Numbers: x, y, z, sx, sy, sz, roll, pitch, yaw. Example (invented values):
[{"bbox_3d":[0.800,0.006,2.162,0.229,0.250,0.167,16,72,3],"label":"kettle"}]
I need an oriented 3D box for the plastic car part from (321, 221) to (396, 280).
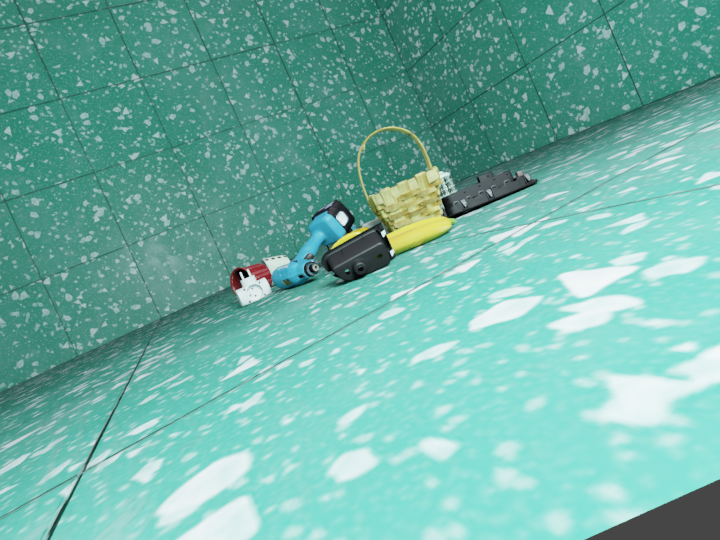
[{"bbox_3d":[0.001,-0.017,0.667,0.116,0.064,0.073,-27,19,-2],"label":"plastic car part"}]

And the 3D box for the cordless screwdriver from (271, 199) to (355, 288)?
[{"bbox_3d":[-0.097,-0.063,0.987,0.165,0.072,0.248,-16,33,51],"label":"cordless screwdriver"}]

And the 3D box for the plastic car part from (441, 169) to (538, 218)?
[{"bbox_3d":[0.255,-0.163,0.884,0.204,0.066,0.067,-26,11,7],"label":"plastic car part"}]

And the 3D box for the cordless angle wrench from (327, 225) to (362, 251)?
[{"bbox_3d":[0.082,-0.140,1.248,0.411,0.074,0.101,-26,6,-35],"label":"cordless angle wrench"}]
